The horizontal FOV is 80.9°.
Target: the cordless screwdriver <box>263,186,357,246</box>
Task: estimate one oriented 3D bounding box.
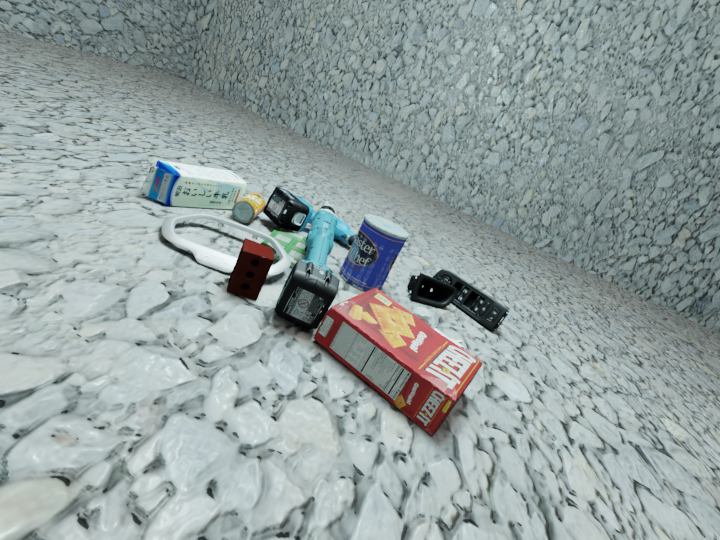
[{"bbox_3d":[-0.113,-0.123,1.065,0.168,0.074,0.235,39,16,36],"label":"cordless screwdriver"}]

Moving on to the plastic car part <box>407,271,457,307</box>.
[{"bbox_3d":[0.158,0.044,0.997,0.111,0.066,0.074,18,6,-27],"label":"plastic car part"}]

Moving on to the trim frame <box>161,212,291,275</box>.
[{"bbox_3d":[-0.249,-0.051,0.795,0.245,0.027,0.188,20,23,-7],"label":"trim frame"}]

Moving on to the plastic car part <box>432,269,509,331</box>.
[{"bbox_3d":[0.267,0.066,1.047,0.214,0.066,0.063,38,13,33],"label":"plastic car part"}]

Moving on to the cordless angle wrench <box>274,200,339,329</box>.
[{"bbox_3d":[-0.080,-0.053,0.821,0.073,0.097,0.432,24,27,-11],"label":"cordless angle wrench"}]
